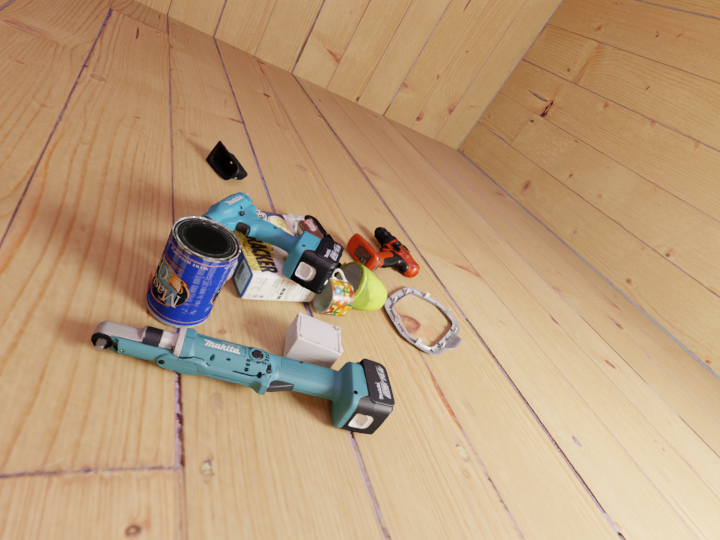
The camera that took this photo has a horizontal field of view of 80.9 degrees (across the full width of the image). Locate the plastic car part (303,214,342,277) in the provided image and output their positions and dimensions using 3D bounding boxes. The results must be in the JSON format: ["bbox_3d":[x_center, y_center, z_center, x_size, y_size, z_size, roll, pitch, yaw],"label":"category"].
[{"bbox_3d":[-0.097,-0.064,0.997,0.063,0.066,0.214,-3,40,-38],"label":"plastic car part"}]

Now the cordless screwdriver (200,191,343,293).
[{"bbox_3d":[-0.161,-0.049,0.751,0.251,0.074,0.159,30,27,3],"label":"cordless screwdriver"}]

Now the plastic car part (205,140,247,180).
[{"bbox_3d":[-0.339,-0.273,1.107,0.121,0.066,0.068,48,17,22],"label":"plastic car part"}]

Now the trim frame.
[{"bbox_3d":[0.152,0.112,0.988,0.191,0.027,0.240,41,28,17],"label":"trim frame"}]

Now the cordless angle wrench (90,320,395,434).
[{"bbox_3d":[-0.154,0.139,0.601,0.410,0.074,0.101,19,30,-17],"label":"cordless angle wrench"}]
